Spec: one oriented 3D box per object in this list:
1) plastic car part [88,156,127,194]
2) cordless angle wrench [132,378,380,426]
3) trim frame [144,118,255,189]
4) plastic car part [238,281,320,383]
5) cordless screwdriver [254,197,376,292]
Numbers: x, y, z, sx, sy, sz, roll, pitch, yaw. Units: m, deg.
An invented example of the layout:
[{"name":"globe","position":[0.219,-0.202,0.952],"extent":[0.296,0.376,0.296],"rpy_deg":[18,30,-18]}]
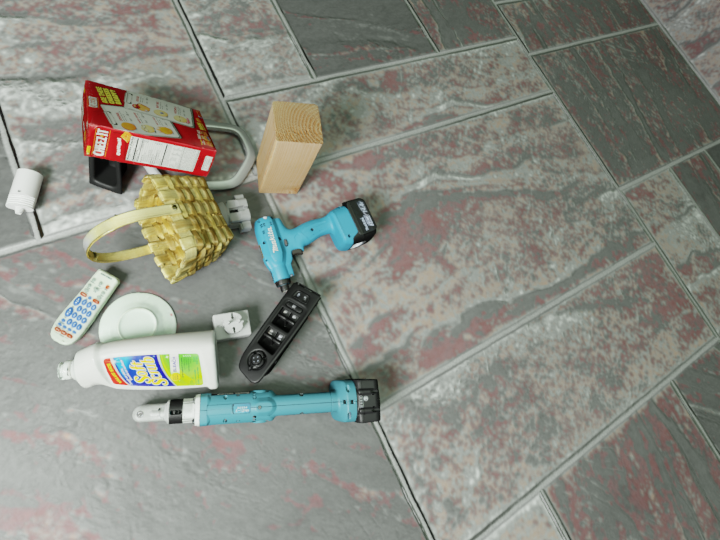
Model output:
[{"name":"plastic car part","position":[-0.482,-0.218,0.821],"extent":[0.065,0.116,0.072],"rpy_deg":[20,43,-12]},{"name":"cordless angle wrench","position":[-0.177,0.240,0.749],"extent":[0.414,0.098,0.076],"rpy_deg":[0,76,-13]},{"name":"trim frame","position":[-0.352,-0.256,0.916],"extent":[0.242,0.027,0.188],"rpy_deg":[-4,72,-16]},{"name":"plastic car part","position":[-0.156,0.122,0.809],"extent":[0.068,0.065,0.202],"rpy_deg":[29,65,13]},{"name":"cordless screwdriver","position":[-0.088,-0.057,0.896],"extent":[0.243,0.074,0.162],"rpy_deg":[-16,76,-18]}]
